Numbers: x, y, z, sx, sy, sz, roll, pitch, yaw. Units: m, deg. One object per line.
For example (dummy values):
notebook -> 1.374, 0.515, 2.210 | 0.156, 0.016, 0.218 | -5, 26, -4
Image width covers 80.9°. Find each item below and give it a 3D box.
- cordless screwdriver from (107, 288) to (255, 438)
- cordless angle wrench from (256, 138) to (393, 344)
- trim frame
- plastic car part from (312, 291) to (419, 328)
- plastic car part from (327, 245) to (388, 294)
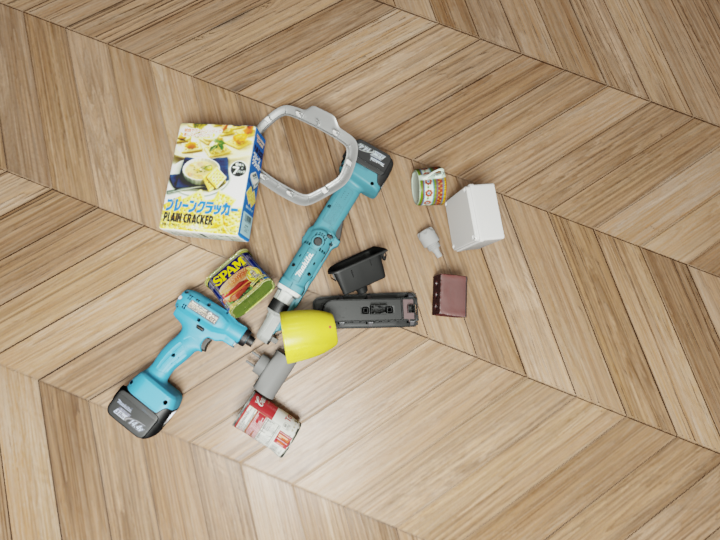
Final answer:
cordless screwdriver -> -0.312, 0.174, 0.754 | 0.160, 0.074, 0.249 | 30, 75, 2
cordless angle wrench -> -0.079, -0.052, 0.810 | 0.099, 0.074, 0.423 | 30, 81, 2
trim frame -> -0.120, -0.232, 0.824 | 0.260, 0.026, 0.184 | 35, 90, 26
plastic car part -> 0.012, 0.077, 0.793 | 0.203, 0.067, 0.066 | -1, 88, 0
plastic car part -> -0.001, 0.007, 0.804 | 0.115, 0.068, 0.070 | -27, 103, -14
